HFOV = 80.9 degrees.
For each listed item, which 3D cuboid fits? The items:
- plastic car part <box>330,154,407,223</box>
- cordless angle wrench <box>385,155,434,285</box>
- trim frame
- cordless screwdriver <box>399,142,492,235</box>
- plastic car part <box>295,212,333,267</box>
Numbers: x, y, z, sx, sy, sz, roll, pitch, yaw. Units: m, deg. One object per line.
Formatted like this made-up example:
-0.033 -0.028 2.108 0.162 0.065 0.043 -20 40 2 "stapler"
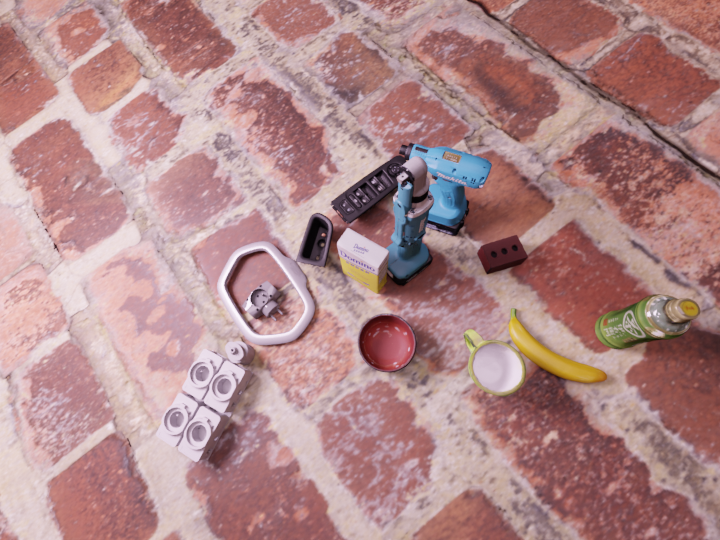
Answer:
0.031 -0.179 0.955 0.202 0.065 0.069 -39 72 -6 "plastic car part"
0.084 -0.075 0.725 0.097 0.410 0.077 -38 74 -7 "cordless angle wrench"
-0.209 0.048 0.933 0.183 0.026 0.258 -37 69 -5 "trim frame"
0.151 -0.162 0.836 0.164 0.241 0.074 23 76 12 "cordless screwdriver"
-0.091 -0.059 0.930 0.067 0.069 0.118 11 73 10 "plastic car part"
